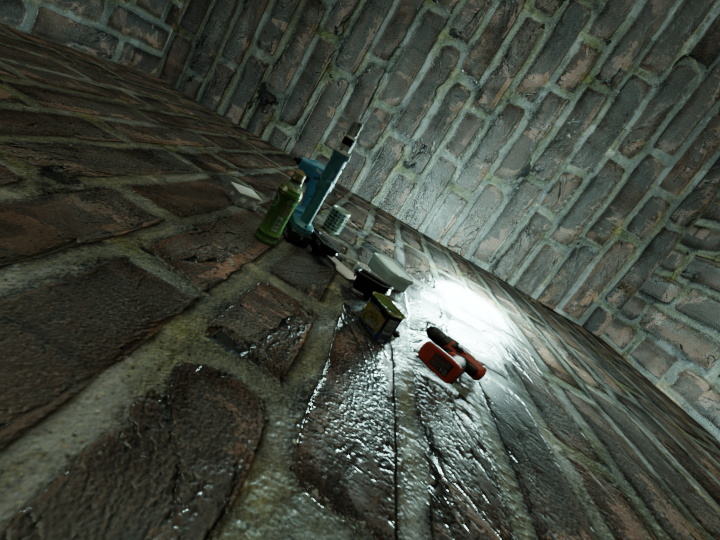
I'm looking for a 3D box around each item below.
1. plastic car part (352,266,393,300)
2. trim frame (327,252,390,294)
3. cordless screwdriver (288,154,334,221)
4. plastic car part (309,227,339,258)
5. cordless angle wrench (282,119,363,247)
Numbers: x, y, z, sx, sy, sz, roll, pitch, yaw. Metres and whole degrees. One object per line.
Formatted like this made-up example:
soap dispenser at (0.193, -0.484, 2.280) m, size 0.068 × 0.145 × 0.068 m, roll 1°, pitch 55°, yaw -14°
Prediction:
plastic car part at (0.024, 0.048, 1.208) m, size 0.120 × 0.071 × 0.064 m, roll 34°, pitch 15°, yaw 14°
trim frame at (-0.005, 0.009, 1.361) m, size 0.262 × 0.027 × 0.175 m, roll 39°, pitch 18°, yaw 31°
cordless screwdriver at (-0.200, -0.258, 1.431) m, size 0.154 × 0.248 × 0.077 m, roll 27°, pitch 16°, yaw -16°
plastic car part at (-0.132, -0.087, 1.355) m, size 0.063 × 0.067 × 0.212 m, roll 23°, pitch 17°, yaw -28°
cordless angle wrench at (-0.108, -0.270, 1.305) m, size 0.071 × 0.422 × 0.102 m, roll 24°, pitch 17°, yaw -27°
